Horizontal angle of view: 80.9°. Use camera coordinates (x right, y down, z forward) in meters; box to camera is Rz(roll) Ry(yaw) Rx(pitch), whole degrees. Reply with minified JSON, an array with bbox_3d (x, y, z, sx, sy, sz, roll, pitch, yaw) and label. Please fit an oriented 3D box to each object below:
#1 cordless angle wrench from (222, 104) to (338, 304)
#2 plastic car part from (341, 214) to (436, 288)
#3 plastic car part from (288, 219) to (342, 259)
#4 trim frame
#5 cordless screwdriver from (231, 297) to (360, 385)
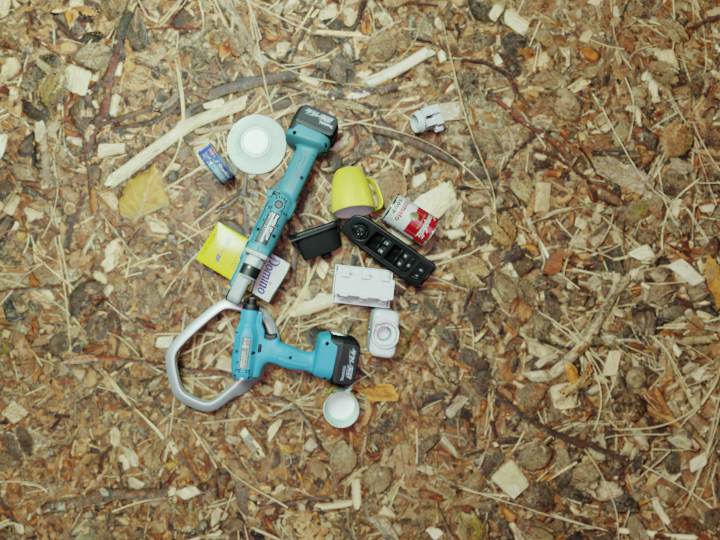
[{"bbox_3d":[-0.165,-0.129,0.854,0.098,0.074,0.424,23,80,-1],"label":"cordless angle wrench"},{"bbox_3d":[0.057,-0.053,0.876,0.202,0.067,0.066,33,123,-2],"label":"plastic car part"},{"bbox_3d":[-0.087,-0.057,0.886,0.116,0.068,0.069,-16,104,-6],"label":"plastic car part"},{"bbox_3d":[-0.282,0.173,0.869,0.247,0.028,0.183,-44,94,-9],"label":"trim frame"},{"bbox_3d":[-0.128,0.144,0.849,0.246,0.075,0.159,6,88,-6],"label":"cordless screwdriver"}]
